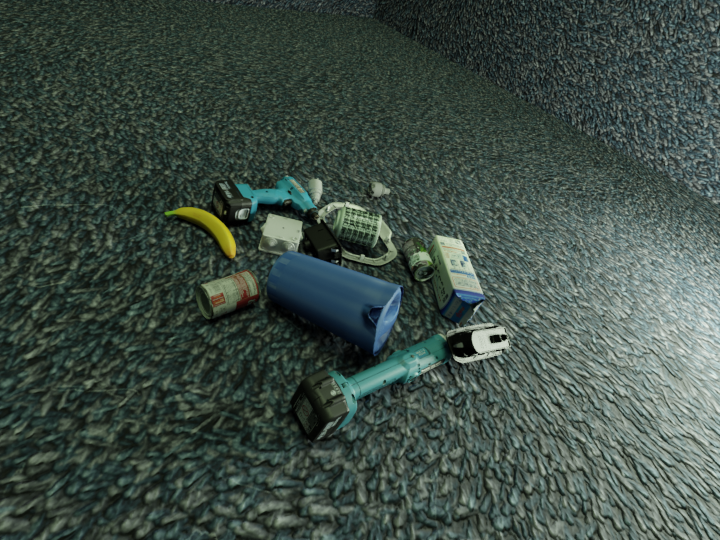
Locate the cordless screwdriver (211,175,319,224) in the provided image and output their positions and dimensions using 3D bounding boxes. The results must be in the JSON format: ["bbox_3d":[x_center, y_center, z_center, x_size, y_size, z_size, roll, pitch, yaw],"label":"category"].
[{"bbox_3d":[-0.229,-0.164,1.041,0.239,0.073,0.167,-16,51,-39],"label":"cordless screwdriver"}]

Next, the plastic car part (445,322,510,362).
[{"bbox_3d":[0.240,0.139,0.821,0.193,0.069,0.067,1,78,-42],"label":"plastic car part"}]

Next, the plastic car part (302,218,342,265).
[{"bbox_3d":[-0.097,-0.063,0.989,0.069,0.064,0.123,-20,49,-20],"label":"plastic car part"}]

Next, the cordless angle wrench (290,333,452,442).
[{"bbox_3d":[0.075,0.173,0.756,0.407,0.097,0.078,-14,54,-37],"label":"cordless angle wrench"}]

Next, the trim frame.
[{"bbox_3d":[-0.010,-0.102,1.084,0.177,0.027,0.262,-9,45,-29],"label":"trim frame"}]
